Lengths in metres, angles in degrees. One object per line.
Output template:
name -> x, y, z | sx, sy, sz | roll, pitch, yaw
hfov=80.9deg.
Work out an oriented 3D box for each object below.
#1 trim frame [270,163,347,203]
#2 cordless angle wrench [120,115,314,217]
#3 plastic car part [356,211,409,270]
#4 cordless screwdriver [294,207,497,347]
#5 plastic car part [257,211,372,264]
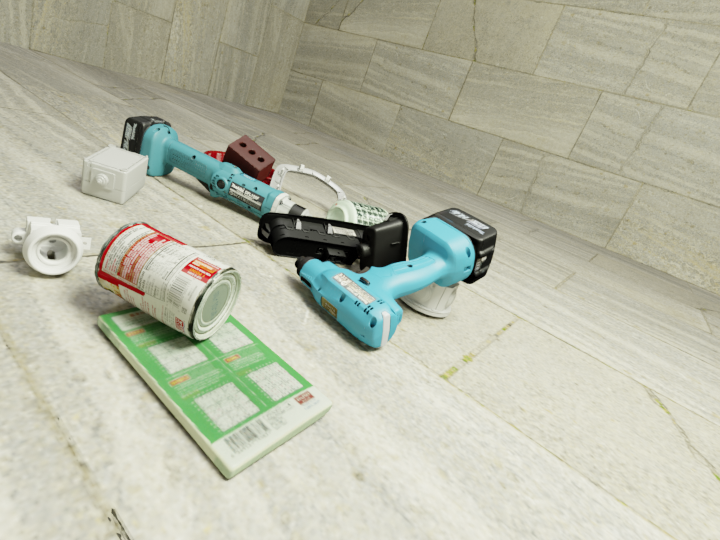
trim frame -> -0.093, -0.146, 0.849 | 0.179, 0.027, 0.255 | 24, 31, -16
cordless angle wrench -> -0.235, -0.155, 0.750 | 0.433, 0.097, 0.073 | 27, 23, 12
plastic car part -> 0.028, -0.031, 0.647 | 0.069, 0.113, 0.070 | -18, 37, -26
cordless screwdriver -> 0.047, -0.011, 0.551 | 0.242, 0.072, 0.168 | -27, 44, -31
plastic car part -> -0.064, -0.042, 0.657 | 0.194, 0.066, 0.070 | 10, 47, -28
